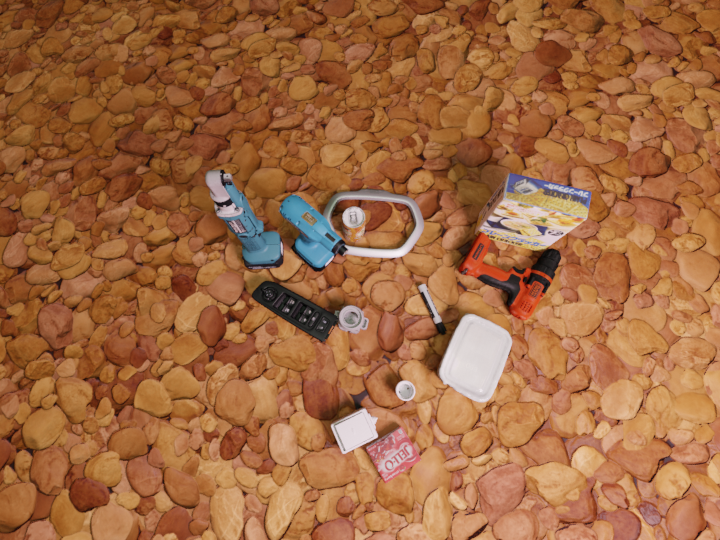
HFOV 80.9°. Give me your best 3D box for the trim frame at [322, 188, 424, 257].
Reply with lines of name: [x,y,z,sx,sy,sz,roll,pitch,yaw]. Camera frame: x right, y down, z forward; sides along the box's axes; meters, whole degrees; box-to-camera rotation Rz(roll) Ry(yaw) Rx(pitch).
trim frame: [0.030,-0.120,1.037,0.251,0.027,0.187,3,72,5]

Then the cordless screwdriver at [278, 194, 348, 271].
cordless screwdriver: [-0.089,-0.058,0.913,0.163,0.243,0.074,41,78,11]

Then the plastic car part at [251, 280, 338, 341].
plastic car part: [-0.151,0.089,0.963,0.208,0.065,0.066,28,76,12]

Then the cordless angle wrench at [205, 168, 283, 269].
cordless angle wrench: [-0.232,-0.092,0.846,0.098,0.414,0.076,-3,75,-2]
